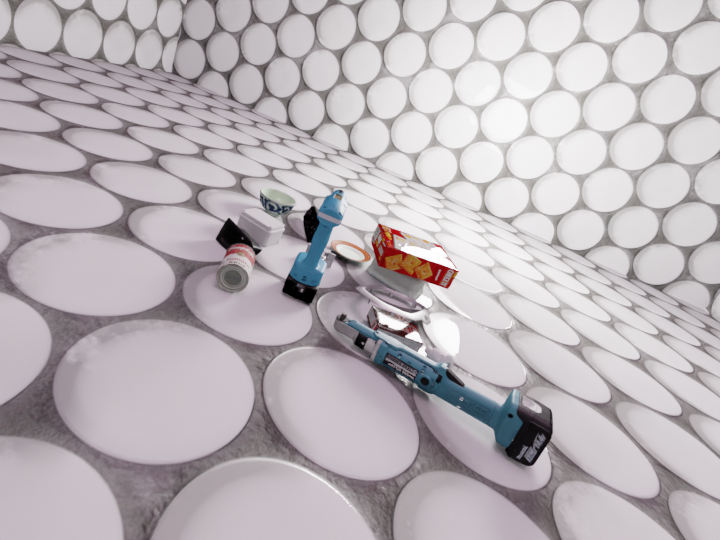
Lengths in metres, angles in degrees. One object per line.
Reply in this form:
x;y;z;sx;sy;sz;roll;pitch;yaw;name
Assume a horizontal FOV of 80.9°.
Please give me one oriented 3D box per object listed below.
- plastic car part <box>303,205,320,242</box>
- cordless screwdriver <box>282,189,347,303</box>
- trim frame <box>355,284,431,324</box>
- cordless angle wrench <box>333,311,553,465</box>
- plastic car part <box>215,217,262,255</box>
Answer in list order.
-0.140;-0.147;1.339;0.064;0.066;0.212;24;20;-27;plastic car part
-0.093;-0.061;0.946;0.074;0.247;0.161;23;27;-5;cordless screwdriver
0.085;0.080;1.029;0.192;0.027;0.239;25;7;20;trim frame
0.131;0.199;0.804;0.439;0.097;0.072;27;22;20;cordless angle wrench
-0.289;-0.068;1.042;0.122;0.066;0.068;39;12;26;plastic car part
